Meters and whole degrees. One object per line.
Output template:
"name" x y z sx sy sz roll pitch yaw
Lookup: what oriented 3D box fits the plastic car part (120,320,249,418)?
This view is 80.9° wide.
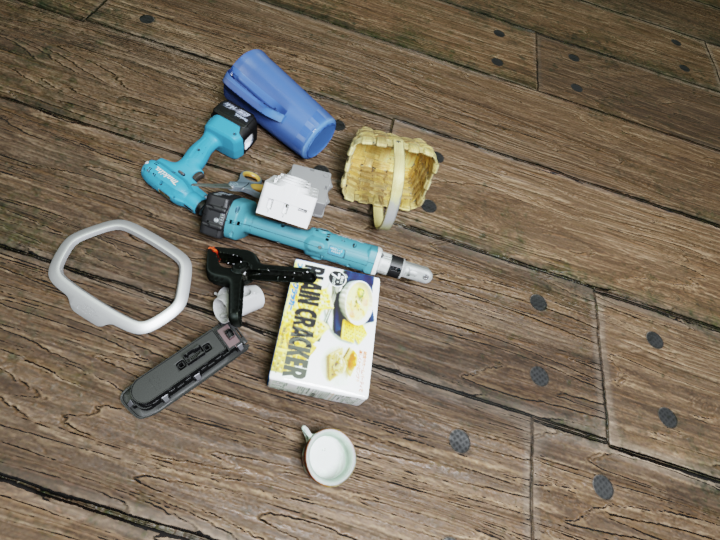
"plastic car part" -0.272 0.151 0.660 0.200 0.067 0.067 -36 82 -24

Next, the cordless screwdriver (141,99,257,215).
"cordless screwdriver" -0.300 -0.227 0.862 0.162 0.073 0.248 33 64 8

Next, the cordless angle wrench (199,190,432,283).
"cordless angle wrench" -0.075 -0.049 0.768 0.425 0.098 0.074 17 103 2

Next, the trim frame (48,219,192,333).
"trim frame" -0.412 0.007 0.734 0.251 0.027 0.184 29 58 4

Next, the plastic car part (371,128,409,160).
"plastic car part" 0.054 -0.289 0.976 0.115 0.065 0.072 18 45 -6
